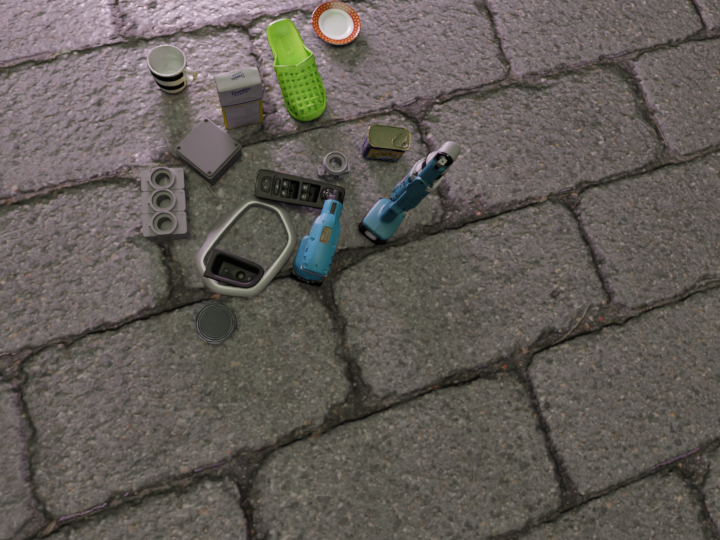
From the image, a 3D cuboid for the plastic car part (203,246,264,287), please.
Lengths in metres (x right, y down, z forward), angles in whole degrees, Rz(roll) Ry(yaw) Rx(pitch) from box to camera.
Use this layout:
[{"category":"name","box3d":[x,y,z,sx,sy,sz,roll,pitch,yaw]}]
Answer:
[{"category":"plastic car part","box3d":[-0.267,0.005,0.910,0.116,0.071,0.066,20,77,-4]}]

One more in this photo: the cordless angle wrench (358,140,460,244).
[{"category":"cordless angle wrench","box3d":[0.087,-0.142,0.804,0.074,0.425,0.098,39,75,-4]}]

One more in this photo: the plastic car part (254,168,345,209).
[{"category":"plastic car part","box3d":[-0.138,-0.175,0.967,0.201,0.067,0.067,9,78,-6]}]

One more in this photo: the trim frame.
[{"category":"trim frame","box3d":[-0.254,-0.055,0.947,0.185,0.027,0.248,35,76,1]}]

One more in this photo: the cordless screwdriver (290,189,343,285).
[{"category":"cordless screwdriver","box3d":[-0.083,-0.055,0.854,0.073,0.250,0.160,18,77,-9]}]
